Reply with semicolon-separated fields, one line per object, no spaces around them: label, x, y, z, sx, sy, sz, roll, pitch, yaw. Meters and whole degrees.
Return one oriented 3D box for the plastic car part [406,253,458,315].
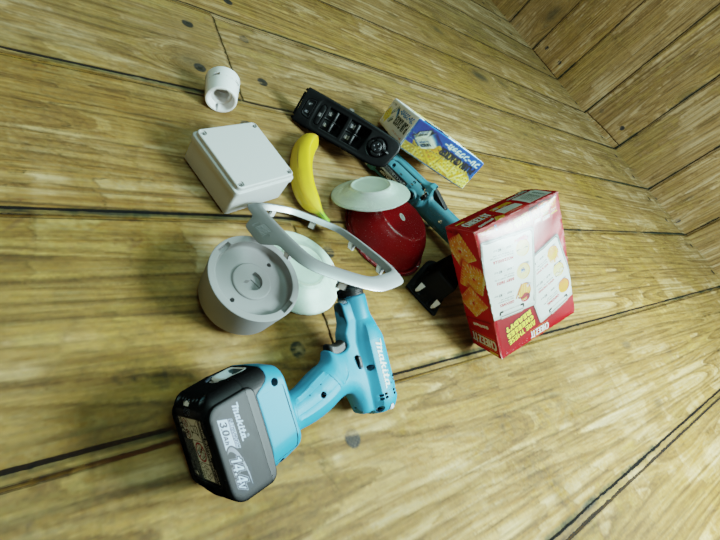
plastic car part;0.139;0.007;0.696;0.066;0.072;0.115;48;45;-3

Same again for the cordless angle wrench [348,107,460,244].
cordless angle wrench;0.105;-0.148;0.791;0.431;0.098;0.072;47;42;10

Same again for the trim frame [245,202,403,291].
trim frame;-0.052;-0.034;0.536;0.175;0.027;0.263;11;21;-37

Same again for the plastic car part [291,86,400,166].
plastic car part;-0.024;-0.249;0.768;0.208;0.066;0.065;33;1;13

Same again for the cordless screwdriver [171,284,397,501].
cordless screwdriver;-0.062;0.103;0.435;0.239;0.077;0.160;-14;89;-46
